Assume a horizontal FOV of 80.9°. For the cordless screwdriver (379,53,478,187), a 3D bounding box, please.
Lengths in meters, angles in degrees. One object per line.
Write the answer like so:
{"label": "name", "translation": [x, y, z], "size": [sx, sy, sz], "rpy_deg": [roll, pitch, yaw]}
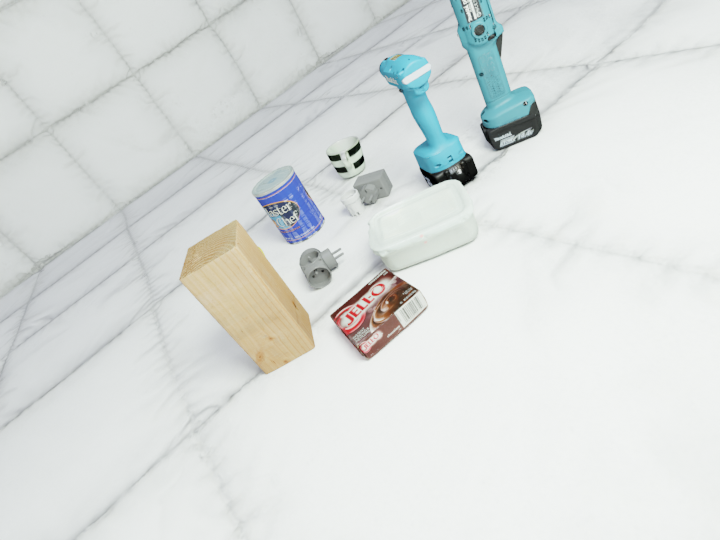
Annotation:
{"label": "cordless screwdriver", "translation": [0.110, -0.265, 0.753], "size": [0.074, 0.238, 0.166], "rpy_deg": [-31, 30, 2]}

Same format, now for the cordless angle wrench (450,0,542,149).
{"label": "cordless angle wrench", "translation": [0.197, -0.405, 0.705], "size": [0.100, 0.404, 0.076], "rpy_deg": [-20, 31, 22]}
